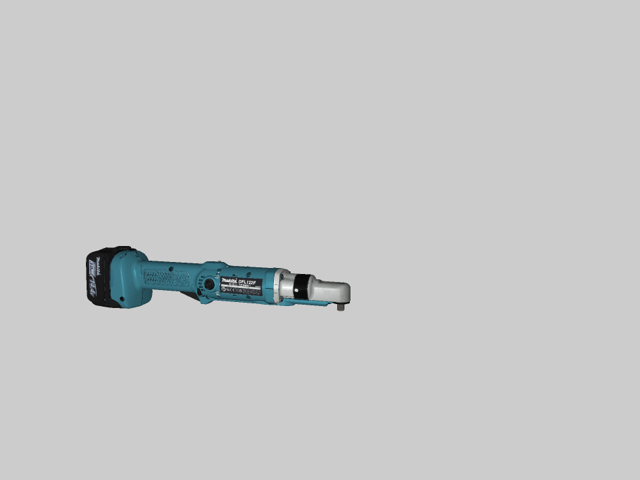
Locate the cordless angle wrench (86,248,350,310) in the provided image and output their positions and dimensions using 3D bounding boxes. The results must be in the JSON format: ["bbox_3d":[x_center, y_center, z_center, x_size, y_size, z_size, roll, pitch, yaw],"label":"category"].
[{"bbox_3d":[-0.162,0.066,0.661,0.423,0.098,0.074,2,5,14],"label":"cordless angle wrench"}]
